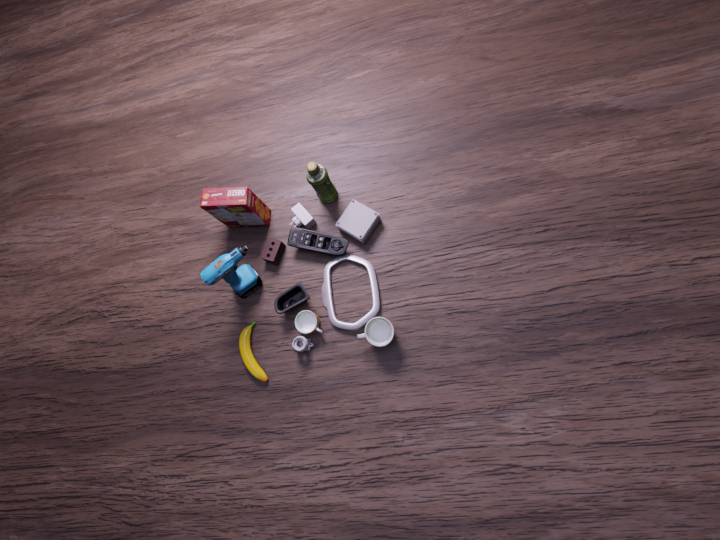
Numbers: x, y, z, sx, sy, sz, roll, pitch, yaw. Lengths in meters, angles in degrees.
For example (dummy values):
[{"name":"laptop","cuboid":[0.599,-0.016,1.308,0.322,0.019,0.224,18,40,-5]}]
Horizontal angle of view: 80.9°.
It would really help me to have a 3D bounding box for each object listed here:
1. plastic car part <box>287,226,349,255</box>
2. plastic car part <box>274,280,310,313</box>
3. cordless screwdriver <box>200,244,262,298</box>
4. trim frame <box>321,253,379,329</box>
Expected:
[{"name":"plastic car part","cuboid":[-0.137,-0.089,1.399,0.209,0.064,0.067,12,78,17]},{"name":"plastic car part","cuboid":[-0.219,0.096,1.363,0.117,0.068,0.068,-32,71,3]},{"name":"cordless screwdriver","cuboid":[-0.383,0.003,1.341,0.159,0.240,0.077,-38,73,0]},{"name":"trim frame","cuboid":[-0.036,0.065,1.348,0.187,0.026,0.254,-12,71,11]}]
